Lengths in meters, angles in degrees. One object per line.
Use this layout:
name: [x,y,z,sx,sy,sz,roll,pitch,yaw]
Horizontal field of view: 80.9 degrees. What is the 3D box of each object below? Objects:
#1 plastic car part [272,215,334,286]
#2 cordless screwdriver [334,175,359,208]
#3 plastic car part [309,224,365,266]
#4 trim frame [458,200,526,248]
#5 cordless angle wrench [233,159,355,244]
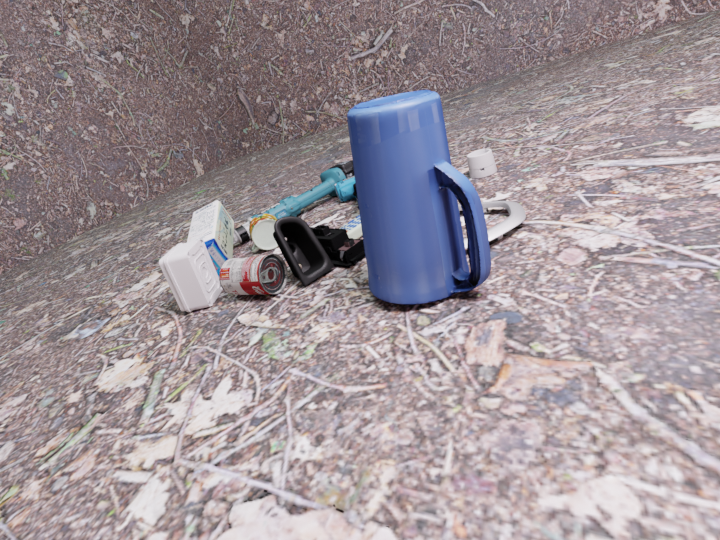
plastic car part: [-0.110,-0.034,0.723,0.064,0.117,0.072,-31,0,-29]
cordless screwdriver: [0.037,-0.198,0.988,0.158,0.072,0.257,-23,20,-6]
plastic car part: [-0.076,-0.050,0.780,0.213,0.065,0.065,5,39,49]
trim frame: [0.137,-0.072,0.693,0.260,0.027,0.182,-4,30,37]
cordless angle wrench: [-0.186,-0.162,1.095,0.416,0.072,0.102,-34,20,-21]
